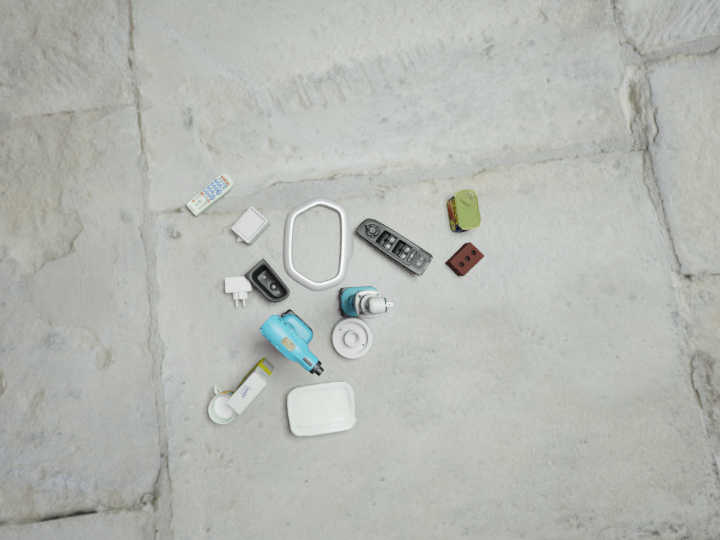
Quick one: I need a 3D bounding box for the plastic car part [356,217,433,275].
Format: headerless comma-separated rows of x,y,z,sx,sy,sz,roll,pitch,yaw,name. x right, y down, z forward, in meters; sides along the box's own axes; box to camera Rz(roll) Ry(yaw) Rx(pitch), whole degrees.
0.082,-0.065,1.096,0.205,0.066,0.066,34,85,4,plastic car part

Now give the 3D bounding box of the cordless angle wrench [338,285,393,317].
0.008,0.069,0.904,0.097,0.422,0.075,-3,87,-5,cordless angle wrench

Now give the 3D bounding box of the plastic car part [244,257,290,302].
-0.232,0.034,1.086,0.066,0.070,0.117,-43,86,-5,plastic car part

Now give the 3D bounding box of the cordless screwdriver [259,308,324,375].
-0.148,0.165,0.981,0.160,0.248,0.074,43,84,0,cordless screwdriver

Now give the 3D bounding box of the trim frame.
-0.109,-0.072,1.119,0.184,0.027,0.250,1,83,1,trim frame
